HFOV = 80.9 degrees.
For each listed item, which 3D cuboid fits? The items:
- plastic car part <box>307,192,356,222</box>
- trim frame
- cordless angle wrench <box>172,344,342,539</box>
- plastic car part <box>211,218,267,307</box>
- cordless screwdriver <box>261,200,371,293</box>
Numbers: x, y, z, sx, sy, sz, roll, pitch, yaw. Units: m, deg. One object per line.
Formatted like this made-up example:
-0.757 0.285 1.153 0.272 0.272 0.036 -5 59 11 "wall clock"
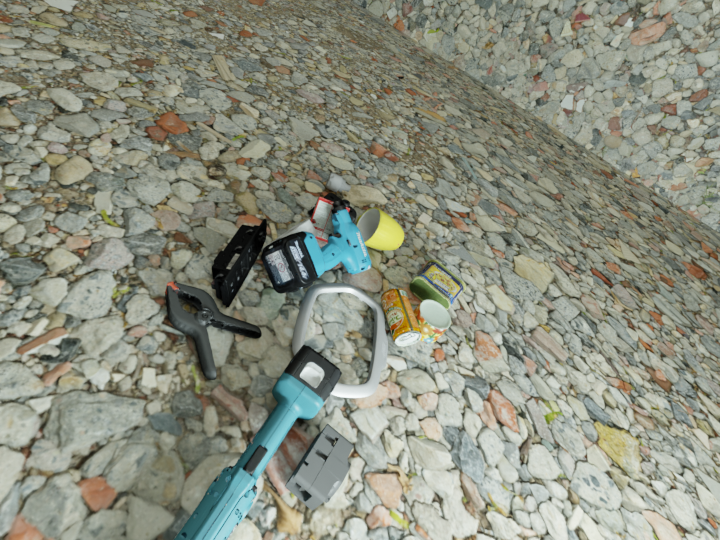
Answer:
-0.053 -0.138 0.984 0.119 0.070 0.065 34 41 10 "plastic car part"
-0.030 0.116 0.771 0.182 0.027 0.254 20 40 -8 "trim frame"
-0.156 0.271 0.507 0.075 0.097 0.420 34 45 3 "cordless angle wrench"
-0.228 -0.025 0.788 0.069 0.064 0.204 8 41 13 "plastic car part"
-0.080 -0.053 0.822 0.239 0.077 0.160 -17 85 -52 "cordless screwdriver"
